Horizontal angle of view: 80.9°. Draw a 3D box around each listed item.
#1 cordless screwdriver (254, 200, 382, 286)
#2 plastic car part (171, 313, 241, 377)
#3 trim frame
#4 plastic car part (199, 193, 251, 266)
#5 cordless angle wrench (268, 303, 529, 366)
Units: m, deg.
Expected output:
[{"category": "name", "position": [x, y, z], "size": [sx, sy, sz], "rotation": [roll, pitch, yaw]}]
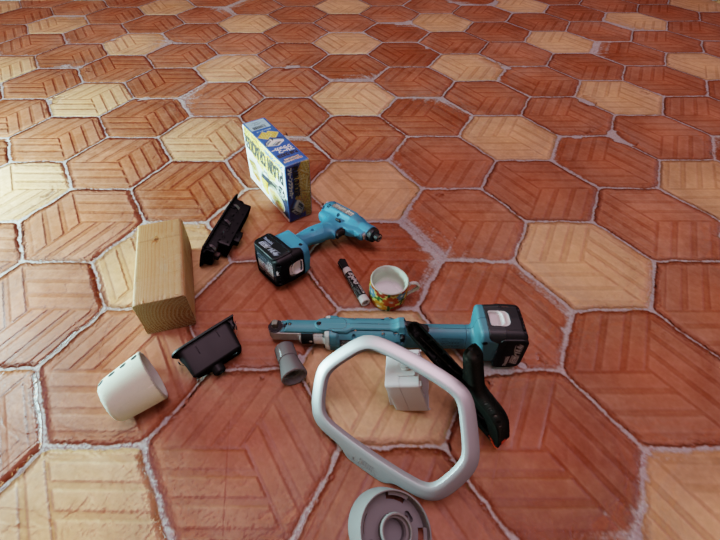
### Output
[{"category": "cordless screwdriver", "position": [-0.086, -0.056, 0.876], "size": [0.168, 0.072, 0.243], "rotation": [31, 50, 33]}, {"category": "plastic car part", "position": [-0.248, 0.139, 0.714], "size": [0.114, 0.065, 0.073], "rotation": [-36, 71, -25]}, {"category": "trim frame", "position": [0.043, 0.202, 0.596], "size": [0.258, 0.026, 0.184], "rotation": [25, 90, 21]}, {"category": "plastic car part", "position": [-0.288, -0.093, 0.926], "size": [0.067, 0.065, 0.207], "rotation": [12, 47, -4]}, {"category": "cordless angle wrench", "position": [0.051, 0.107, 0.725], "size": [0.427, 0.094, 0.076], "rotation": [0, 47, 6]}]
